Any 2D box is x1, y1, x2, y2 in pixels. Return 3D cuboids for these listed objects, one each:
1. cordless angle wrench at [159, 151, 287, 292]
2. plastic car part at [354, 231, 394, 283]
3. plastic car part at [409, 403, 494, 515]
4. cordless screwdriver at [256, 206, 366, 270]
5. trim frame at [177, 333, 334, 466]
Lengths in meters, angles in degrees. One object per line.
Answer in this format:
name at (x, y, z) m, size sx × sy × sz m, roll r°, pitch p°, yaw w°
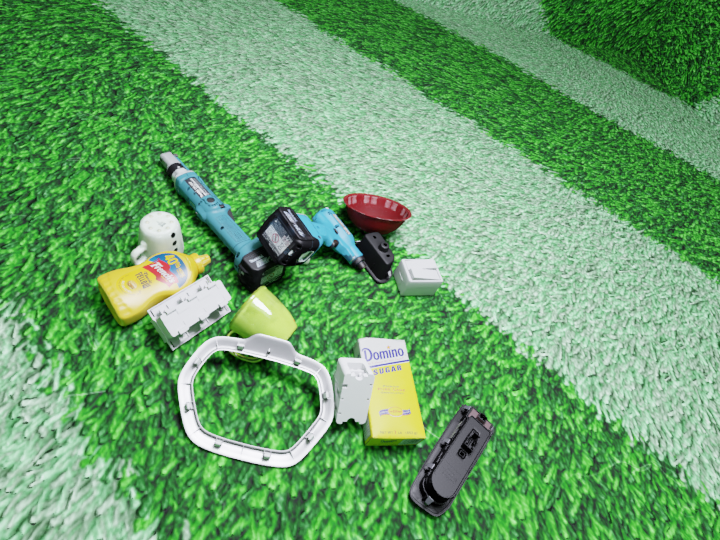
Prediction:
cordless angle wrench at (-0.317, -0.130, 0.900) m, size 0.095 × 0.073 × 0.441 m, roll -28°, pitch 60°, yaw -35°
plastic car part at (0.038, -0.039, 0.922) m, size 0.064 × 0.070 × 0.122 m, roll -15°, pitch 54°, yaw -29°
plastic car part at (0.157, 0.296, 0.674) m, size 0.068 × 0.067 × 0.199 m, roll 44°, pitch 54°, yaw 10°
cordless screwdriver at (-0.083, -0.054, 0.844) m, size 0.163 × 0.075 × 0.240 m, roll 51°, pitch 24°, yaw 12°
trim frame at (-0.161, 0.195, 0.660) m, size 0.248 × 0.027 × 0.187 m, roll 15°, pitch 63°, yaw -2°
